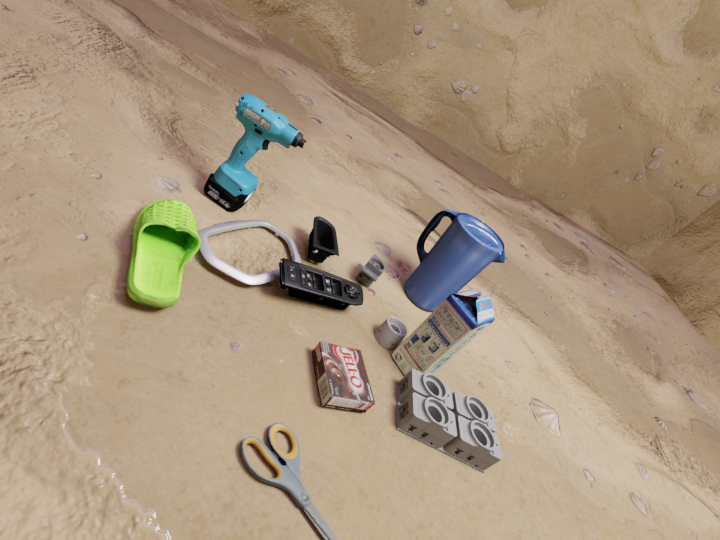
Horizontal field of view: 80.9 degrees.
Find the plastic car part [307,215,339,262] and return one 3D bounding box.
[{"bbox_3d":[-0.096,-0.062,0.977,0.063,0.071,0.121,21,35,-23],"label":"plastic car part"}]

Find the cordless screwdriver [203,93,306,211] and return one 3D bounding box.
[{"bbox_3d":[-0.231,-0.235,0.917,0.159,0.249,0.074,36,32,-2],"label":"cordless screwdriver"}]

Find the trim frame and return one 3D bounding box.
[{"bbox_3d":[-0.225,-0.046,0.881,0.190,0.027,0.240,44,34,16],"label":"trim frame"}]

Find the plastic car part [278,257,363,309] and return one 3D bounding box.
[{"bbox_3d":[-0.081,0.040,0.857,0.194,0.067,0.069,15,38,-28],"label":"plastic car part"}]
